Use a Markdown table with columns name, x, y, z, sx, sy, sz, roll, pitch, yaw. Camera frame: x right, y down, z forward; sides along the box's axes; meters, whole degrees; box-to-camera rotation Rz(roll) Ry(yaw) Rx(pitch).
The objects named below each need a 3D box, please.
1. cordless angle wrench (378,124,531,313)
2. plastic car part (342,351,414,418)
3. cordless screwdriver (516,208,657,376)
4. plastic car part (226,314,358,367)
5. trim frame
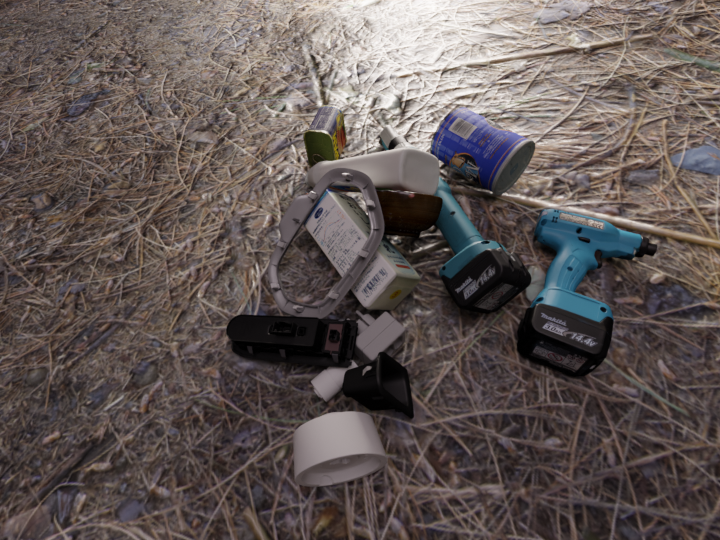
| name | x | y | z | sx | sy | sz | roll | pitch | yaw |
| --- | --- | --- | --- | --- | --- | --- | --- | --- | --- |
| cordless angle wrench | 0.119 | -0.124 | 0.710 | 0.070 | 0.098 | 0.443 | 14 | 39 | -37 |
| plastic car part | 0.015 | 0.147 | 0.537 | 0.073 | 0.110 | 0.068 | -20 | 53 | 22 |
| cordless screwdriver | 0.317 | 0.023 | 0.588 | 0.165 | 0.071 | 0.250 | 16 | 56 | 18 |
| plastic car part | -0.110 | 0.093 | 0.594 | 0.211 | 0.063 | 0.067 | -3 | 66 | 28 |
| trim frame | -0.063 | -0.041 | 0.640 | 0.248 | 0.026 | 0.194 | -55 | 51 | 16 |
